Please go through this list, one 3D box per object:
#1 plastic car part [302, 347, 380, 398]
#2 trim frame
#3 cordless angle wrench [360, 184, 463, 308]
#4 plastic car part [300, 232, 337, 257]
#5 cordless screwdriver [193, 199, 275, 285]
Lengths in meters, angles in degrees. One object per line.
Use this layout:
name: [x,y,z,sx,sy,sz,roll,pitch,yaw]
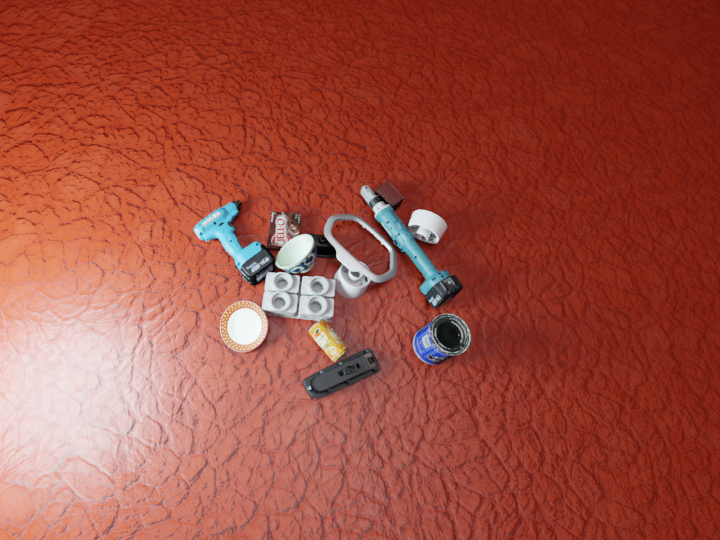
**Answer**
plastic car part: [-0.045,0.263,1.069,0.200,0.066,0.068,-22,79,-12]
trim frame: [0.003,-0.068,1.205,0.250,0.028,0.182,42,46,3]
cordless angle wrench: [0.125,-0.091,1.230,0.073,0.096,0.438,-26,67,-21]
plastic car part: [-0.118,-0.077,1.209,0.116,0.070,0.067,5,68,-2]
cordless screwdriver: [-0.334,-0.087,1.193,0.257,0.073,0.157,41,68,16]
